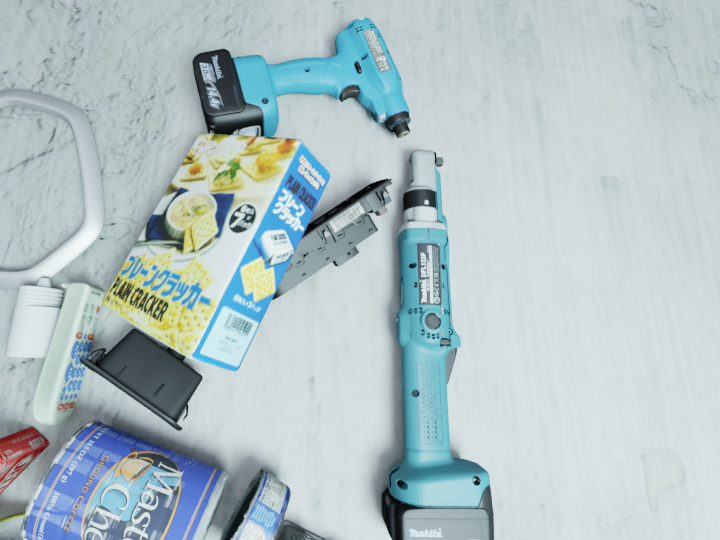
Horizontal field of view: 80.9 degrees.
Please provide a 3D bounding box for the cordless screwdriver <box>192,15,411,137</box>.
[{"bbox_3d":[-0.066,-0.208,0.514,0.245,0.074,0.162,-20,80,-13],"label":"cordless screwdriver"}]

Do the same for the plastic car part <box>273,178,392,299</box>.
[{"bbox_3d":[-0.047,-0.031,0.482,0.201,0.069,0.065,-31,109,-12],"label":"plastic car part"}]

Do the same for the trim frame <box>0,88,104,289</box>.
[{"bbox_3d":[-0.394,-0.099,0.487,0.182,0.027,0.252,-14,80,-8],"label":"trim frame"}]

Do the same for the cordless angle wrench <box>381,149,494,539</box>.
[{"bbox_3d":[0.072,0.060,0.462,0.097,0.074,0.430,2,74,-6],"label":"cordless angle wrench"}]

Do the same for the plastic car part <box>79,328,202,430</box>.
[{"bbox_3d":[-0.214,0.104,0.439,0.116,0.066,0.071,31,62,-1],"label":"plastic car part"}]
